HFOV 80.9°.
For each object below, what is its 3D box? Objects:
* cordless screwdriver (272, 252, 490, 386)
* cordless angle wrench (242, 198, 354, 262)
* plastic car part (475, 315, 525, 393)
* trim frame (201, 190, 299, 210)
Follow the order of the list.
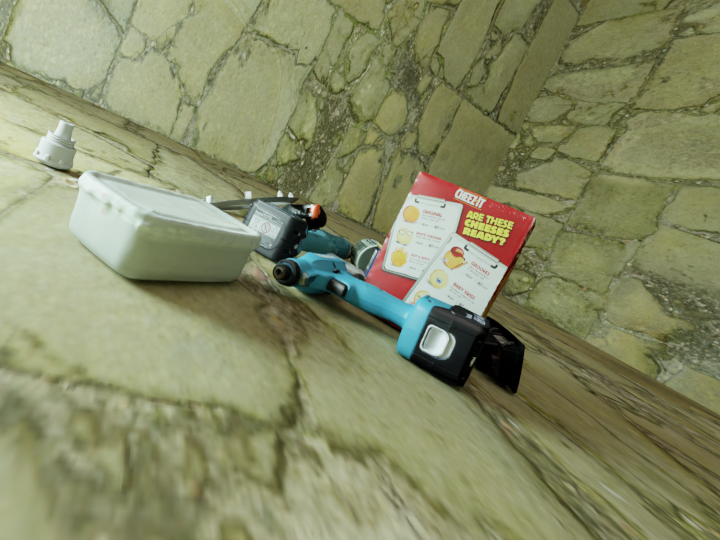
[{"bbox_3d":[0.020,0.044,0.509,0.260,0.074,0.153,25,8,23],"label":"cordless screwdriver"},{"bbox_3d":[-0.081,-0.053,0.828,0.102,0.074,0.408,28,6,18],"label":"cordless angle wrench"},{"bbox_3d":[0.190,0.115,0.640,0.068,0.066,0.200,1,6,9],"label":"plastic car part"},{"bbox_3d":[-0.217,-0.131,0.806,0.187,0.027,0.247,-6,9,9],"label":"trim frame"}]
